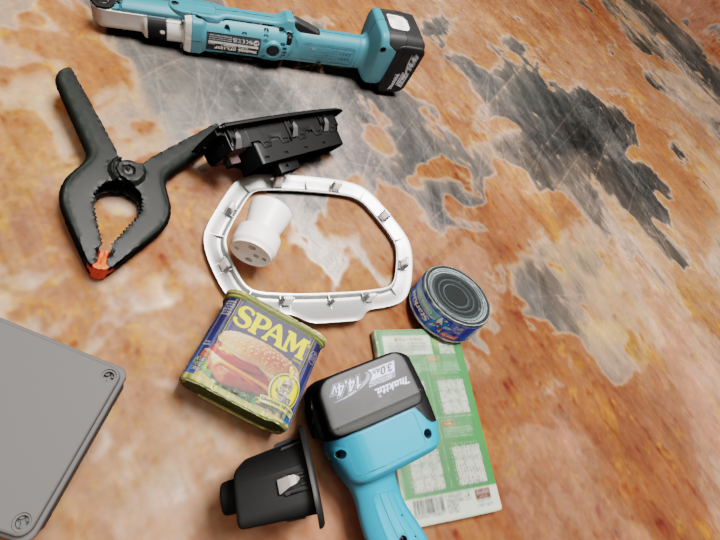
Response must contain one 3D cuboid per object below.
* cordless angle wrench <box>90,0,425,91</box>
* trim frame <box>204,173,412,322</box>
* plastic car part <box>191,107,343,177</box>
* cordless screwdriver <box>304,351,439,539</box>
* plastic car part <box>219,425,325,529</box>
[{"bbox_3d":[-0.118,-0.311,0.560,0.410,0.098,0.076,-4,67,-22],"label":"cordless angle wrench"},{"bbox_3d":[-0.046,-0.030,0.468,0.239,0.028,0.189,1,64,-27],"label":"trim frame"},{"bbox_3d":[-0.083,-0.147,0.481,0.198,0.068,0.067,-37,97,-45],"label":"plastic car part"},{"bbox_3d":[0.051,0.195,0.345,0.156,0.074,0.255,-12,72,-17],"label":"cordless screwdriver"},{"bbox_3d":[-0.065,0.157,0.310,0.070,0.114,0.068,-14,71,-8],"label":"plastic car part"}]
